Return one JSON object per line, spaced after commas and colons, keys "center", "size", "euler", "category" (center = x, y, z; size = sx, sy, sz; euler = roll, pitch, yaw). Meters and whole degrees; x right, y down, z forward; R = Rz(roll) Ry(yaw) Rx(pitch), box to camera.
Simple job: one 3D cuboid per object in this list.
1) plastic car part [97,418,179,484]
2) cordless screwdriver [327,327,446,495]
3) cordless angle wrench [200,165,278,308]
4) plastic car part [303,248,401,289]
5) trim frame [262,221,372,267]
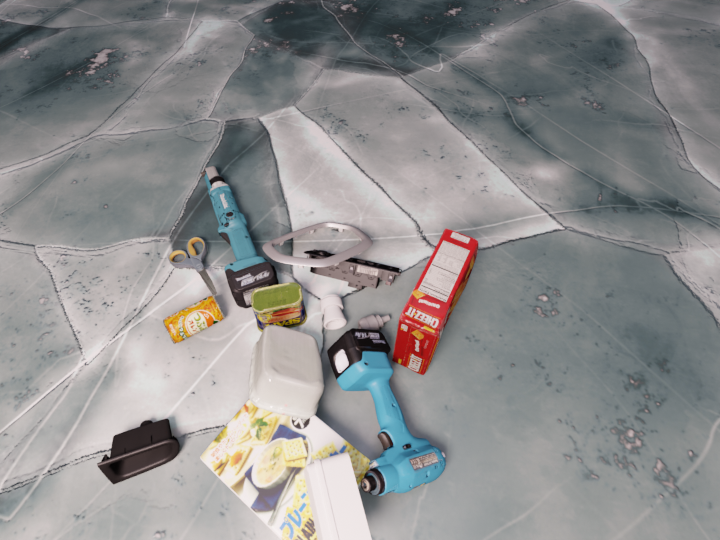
{"center": [-0.357, 0.284, 0.692], "size": [0.114, 0.063, 0.075], "euler": [-19, 42, -16], "category": "plastic car part"}
{"center": [0.020, 0.216, 0.670], "size": [0.151, 0.075, 0.260], "euler": [7, 44, -42], "category": "cordless screwdriver"}
{"center": [-0.295, -0.108, 0.966], "size": [0.096, 0.072, 0.444], "euler": [-21, 53, -14], "category": "cordless angle wrench"}
{"center": [-0.021, -0.001, 0.877], "size": [0.207, 0.066, 0.065], "euler": [17, 16, 11], "category": "plastic car part"}
{"center": [-0.086, -0.056, 0.882], "size": [0.194, 0.027, 0.241], "euler": [21, 34, 32], "category": "trim frame"}
